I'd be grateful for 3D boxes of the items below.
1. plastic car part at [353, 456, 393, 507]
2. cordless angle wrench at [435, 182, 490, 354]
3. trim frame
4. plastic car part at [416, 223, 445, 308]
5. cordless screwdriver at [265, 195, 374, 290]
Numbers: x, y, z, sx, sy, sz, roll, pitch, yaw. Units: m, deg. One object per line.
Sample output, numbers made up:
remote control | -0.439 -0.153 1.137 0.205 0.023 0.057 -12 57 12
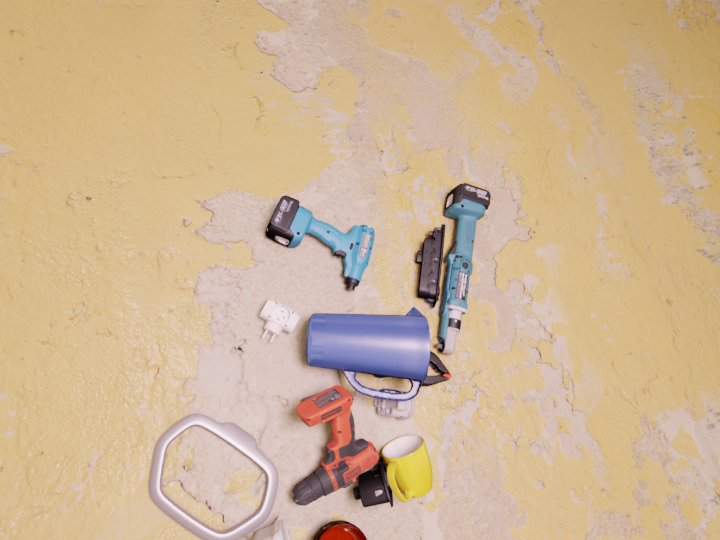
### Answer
plastic car part | 0.022 0.412 0.803 0.071 0.113 0.067 -20 78 3
cordless angle wrench | 0.238 -0.008 1.024 0.097 0.074 0.428 16 70 -9
trim frame | -0.272 0.383 0.788 0.250 0.027 0.184 32 68 2
plastic car part | 0.168 -0.013 1.012 0.067 0.065 0.206 7 69 -3
cordless screwdriver | -0.095 -0.062 0.967 0.244 0.075 0.161 20 68 -10
